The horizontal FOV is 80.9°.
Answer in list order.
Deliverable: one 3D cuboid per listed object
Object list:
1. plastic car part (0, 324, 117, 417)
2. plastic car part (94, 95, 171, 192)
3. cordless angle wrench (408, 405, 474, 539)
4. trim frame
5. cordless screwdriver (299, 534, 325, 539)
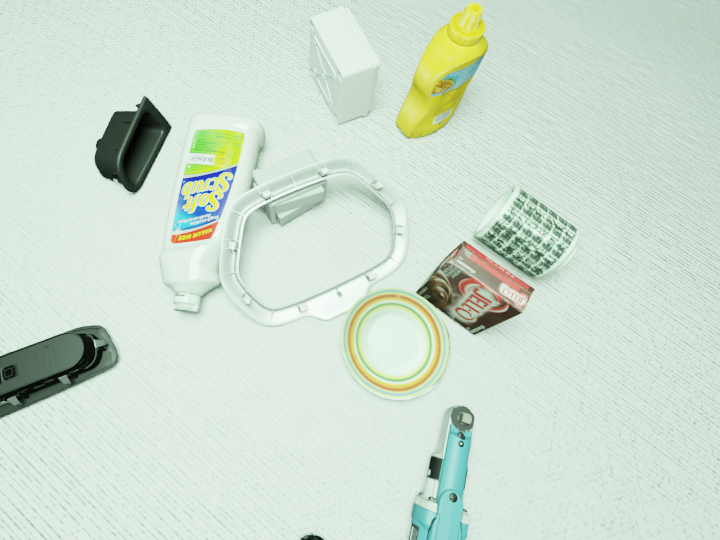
[{"bbox_3d":[-0.376,0.112,0.459,0.200,0.066,0.069,-21,68,-13],"label":"plastic car part"},{"bbox_3d":[-0.316,-0.168,0.564,0.073,0.063,0.117,14,73,15],"label":"plastic car part"},{"bbox_3d":[0.054,0.341,0.393,0.074,0.097,0.427,18,66,-1],"label":"cordless angle wrench"},{"bbox_3d":[-0.050,-0.033,0.513,0.245,0.028,0.180,-24,103,-14],"label":"trim frame"},{"bbox_3d":[-0.092,0.376,0.375,0.161,0.073,0.249,26,75,5],"label":"cordless screwdriver"}]
